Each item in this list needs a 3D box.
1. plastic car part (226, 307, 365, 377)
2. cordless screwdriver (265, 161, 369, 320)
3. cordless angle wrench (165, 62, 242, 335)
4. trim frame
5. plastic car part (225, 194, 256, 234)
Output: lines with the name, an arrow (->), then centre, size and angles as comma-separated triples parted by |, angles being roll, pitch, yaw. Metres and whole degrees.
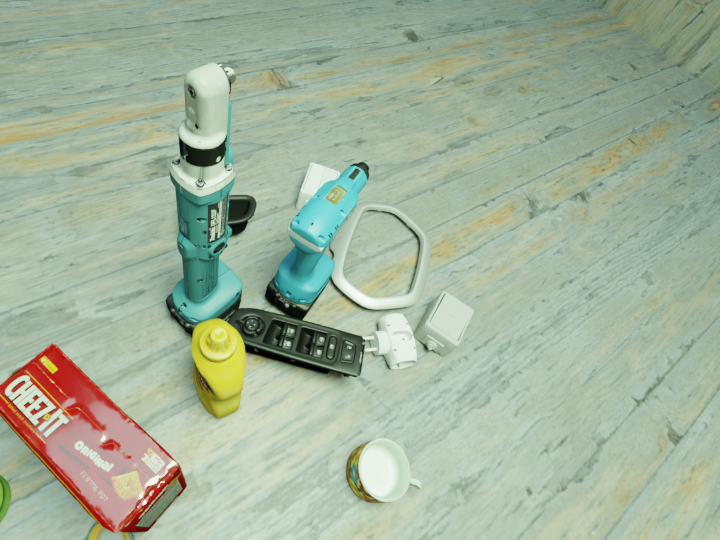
plastic car part -> -0.099, 0.107, 0.620 | 0.202, 0.066, 0.067 | 18, 55, -3
cordless screwdriver -> -0.060, -0.039, 0.617 | 0.075, 0.247, 0.159 | 33, 55, 2
cordless angle wrench -> -0.178, -0.043, 0.483 | 0.076, 0.420, 0.096 | 42, 56, 8
trim frame -> 0.038, -0.034, 0.773 | 0.184, 0.027, 0.251 | 20, 55, -2
plastic car part -> -0.234, -0.084, 0.709 | 0.113, 0.070, 0.068 | -5, 61, -19
